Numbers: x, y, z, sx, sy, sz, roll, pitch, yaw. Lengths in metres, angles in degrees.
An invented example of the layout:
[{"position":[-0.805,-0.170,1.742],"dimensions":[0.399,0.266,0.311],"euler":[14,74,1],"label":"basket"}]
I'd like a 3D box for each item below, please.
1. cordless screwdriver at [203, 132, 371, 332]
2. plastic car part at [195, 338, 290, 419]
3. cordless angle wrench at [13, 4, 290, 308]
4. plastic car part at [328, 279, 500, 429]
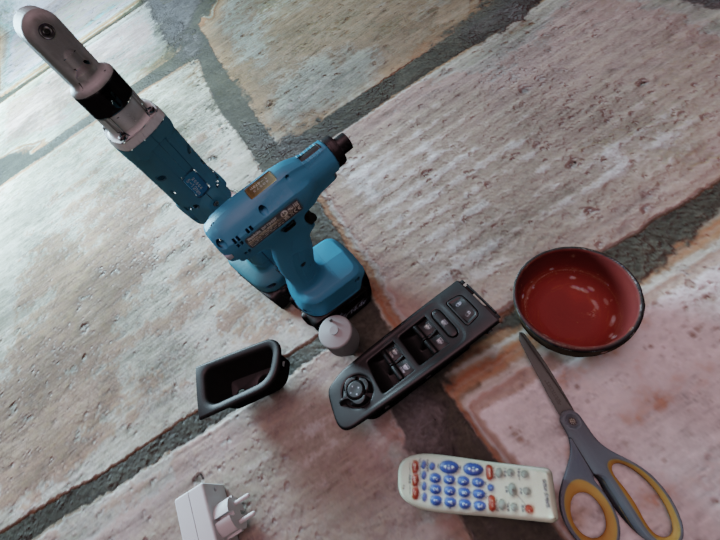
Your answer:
[{"position":[-0.047,-0.030,0.476],"dimensions":[0.159,0.236,0.078],"euler":[-39,57,-4],"label":"cordless screwdriver"},{"position":[-0.134,0.136,0.520],"dimensions":[0.117,0.067,0.069],"euler":[-23,57,8],"label":"plastic car part"},{"position":[-0.171,-0.082,0.455],"dimensions":[0.103,0.402,0.074],"euler":[33,76,30],"label":"cordless angle wrench"},{"position":[0.053,0.099,0.468],"dimensions":[0.203,0.064,0.070],"euler":[-36,56,-1],"label":"plastic car part"}]
